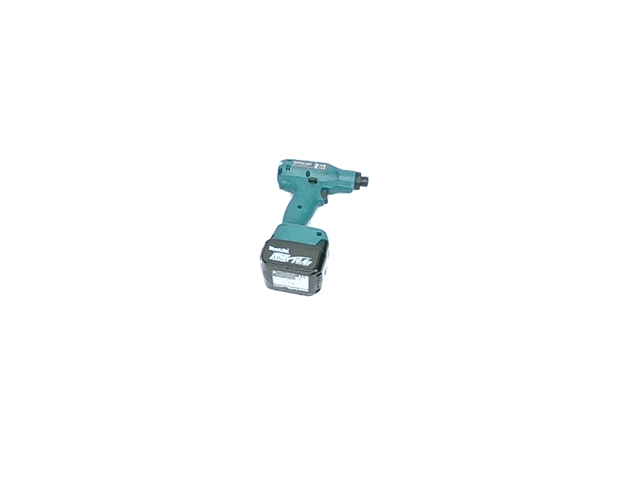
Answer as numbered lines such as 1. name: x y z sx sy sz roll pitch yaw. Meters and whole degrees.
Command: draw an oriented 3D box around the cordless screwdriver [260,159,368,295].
1. cordless screwdriver: -0.006 -0.034 0.692 0.159 0.248 0.074 6 -37 3
